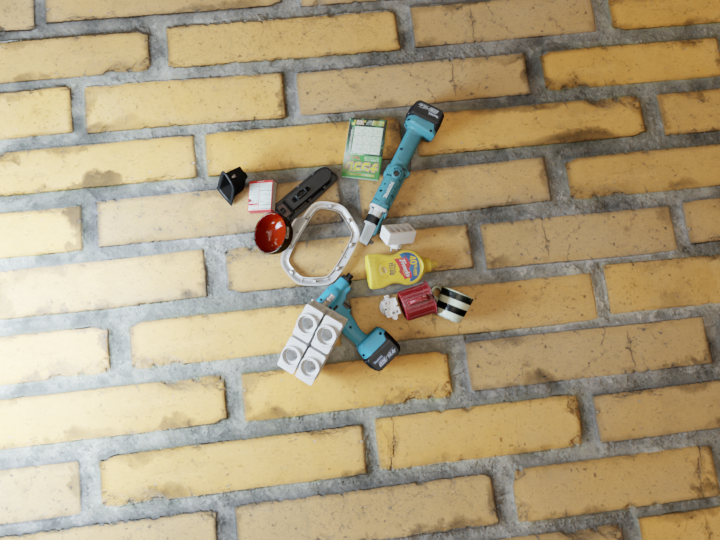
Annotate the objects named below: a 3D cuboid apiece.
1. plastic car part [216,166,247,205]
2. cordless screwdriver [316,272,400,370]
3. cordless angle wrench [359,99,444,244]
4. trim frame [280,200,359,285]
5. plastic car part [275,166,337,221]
[{"bbox_3d":[-0.339,-0.238,1.140,0.070,0.118,0.066,-41,91,-31],"label":"plastic car part"},{"bbox_3d":[-0.001,0.135,1.122,0.252,0.073,0.159,41,83,6],"label":"cordless screwdriver"},{"bbox_3d":[0.098,-0.264,1.175,0.098,0.074,0.423,26,85,-1],"label":"cordless angle wrench"},{"bbox_3d":[-0.113,-0.074,1.159,0.187,0.027,0.248,29,85,8],"label":"trim frame"},{"bbox_3d":[-0.152,-0.218,1.165,0.202,0.066,0.067,-41,82,-9],"label":"plastic car part"}]
